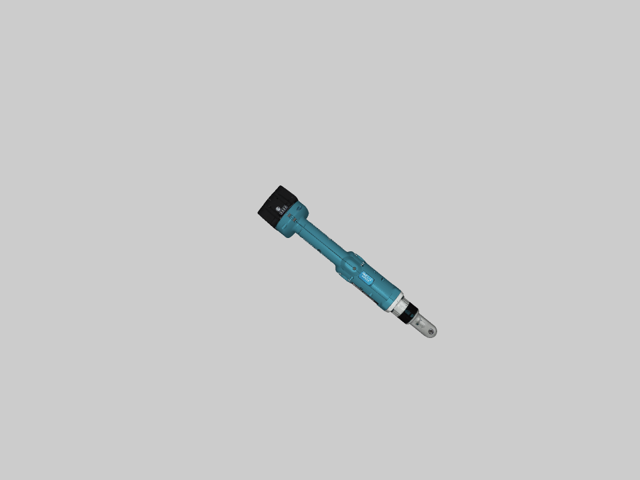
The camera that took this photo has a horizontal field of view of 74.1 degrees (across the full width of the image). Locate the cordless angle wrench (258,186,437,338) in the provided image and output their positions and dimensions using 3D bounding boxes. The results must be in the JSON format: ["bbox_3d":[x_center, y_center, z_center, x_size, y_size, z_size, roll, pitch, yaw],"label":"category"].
[{"bbox_3d":[0.062,0.055,0.848,0.423,0.074,0.098,39,-3,3],"label":"cordless angle wrench"}]
